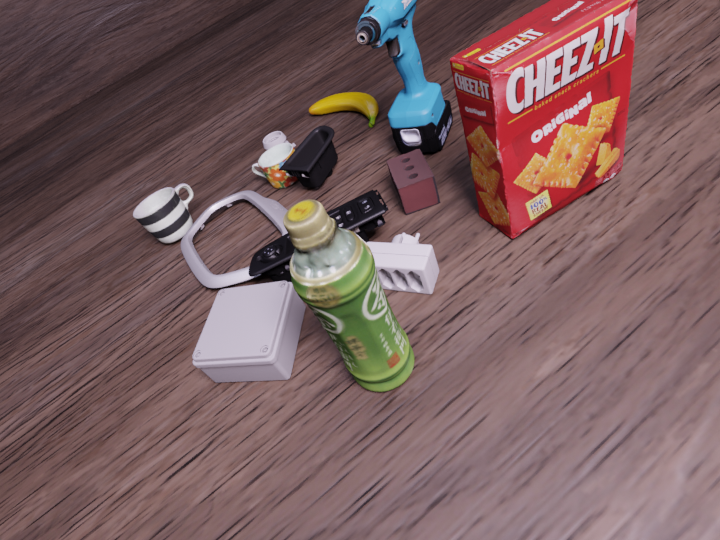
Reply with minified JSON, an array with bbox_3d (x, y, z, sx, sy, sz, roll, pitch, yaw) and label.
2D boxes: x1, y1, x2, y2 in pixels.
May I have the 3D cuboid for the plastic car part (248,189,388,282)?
[{"bbox_3d":[-0.056,-0.037,0.575,0.204,0.064,0.069,-23,42,6],"label":"plastic car part"}]

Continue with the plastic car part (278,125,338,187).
[{"bbox_3d":[-0.073,-0.187,0.726,0.069,0.067,0.116,12,55,35],"label":"plastic car part"}]

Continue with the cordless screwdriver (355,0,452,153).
[{"bbox_3d":[0.063,-0.279,0.619,0.078,0.236,0.159,6,51,31],"label":"cordless screwdriver"}]

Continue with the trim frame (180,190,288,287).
[{"bbox_3d":[-0.205,-0.059,0.702,0.183,0.026,0.263,-39,44,-12],"label":"trim frame"}]
